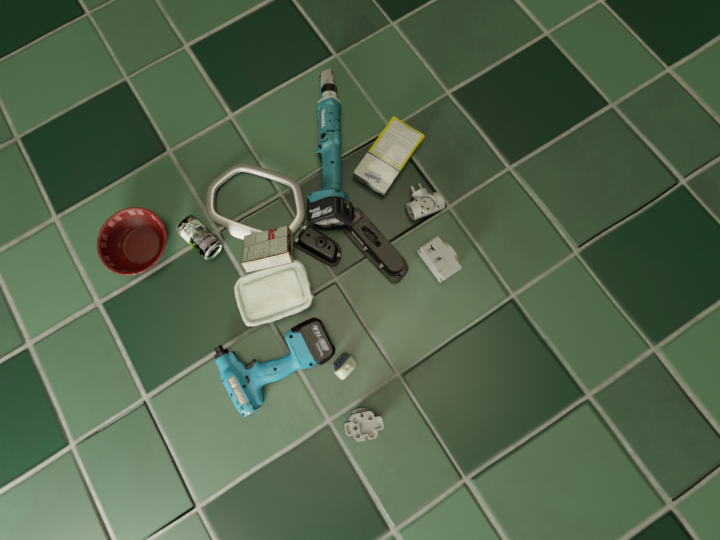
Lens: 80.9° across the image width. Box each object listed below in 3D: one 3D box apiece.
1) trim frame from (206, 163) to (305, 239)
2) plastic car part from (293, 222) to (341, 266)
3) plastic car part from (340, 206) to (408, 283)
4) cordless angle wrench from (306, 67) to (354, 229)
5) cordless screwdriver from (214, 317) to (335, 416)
[{"bbox_3d":[-0.253,-0.161,1.020,0.251,0.027,0.185,18,77,4],"label":"trim frame"},{"bbox_3d":[-0.095,-0.062,0.968,0.119,0.069,0.066,31,81,10],"label":"plastic car part"},{"bbox_3d":[0.036,-0.063,0.970,0.066,0.066,0.206,-38,82,-15],"label":"plastic car part"},{"bbox_3d":[-0.075,-0.311,1.020,0.101,0.070,0.431,-14,69,33],"label":"cordless angle wrench"},{"bbox_3d":[-0.188,0.181,0.915,0.248,0.073,0.163,-32,79,-2],"label":"cordless screwdriver"}]
